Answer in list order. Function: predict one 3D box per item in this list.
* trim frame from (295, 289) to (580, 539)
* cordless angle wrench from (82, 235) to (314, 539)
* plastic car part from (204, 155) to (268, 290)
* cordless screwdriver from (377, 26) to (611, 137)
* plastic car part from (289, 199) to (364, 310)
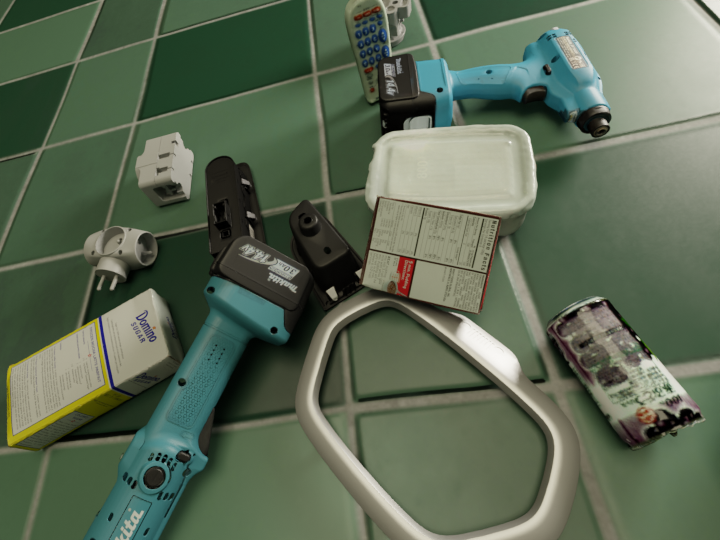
[{"bbox_3d":[0.053,0.118,0.366,0.183,0.026,0.262,-45,58,-11],"label":"trim frame"},{"bbox_3d":[-0.174,0.170,0.367,0.096,0.075,0.424,28,72,-11],"label":"cordless angle wrench"},{"bbox_3d":[-0.161,-0.066,0.515,0.067,0.063,0.211,-22,55,9],"label":"plastic car part"},{"bbox_3d":[0.148,-0.202,0.502,0.251,0.071,0.164,-8,59,6],"label":"cordless screwdriver"},{"bbox_3d":[-0.044,-0.029,0.453,0.065,0.068,0.122,-32,61,-7],"label":"plastic car part"}]
